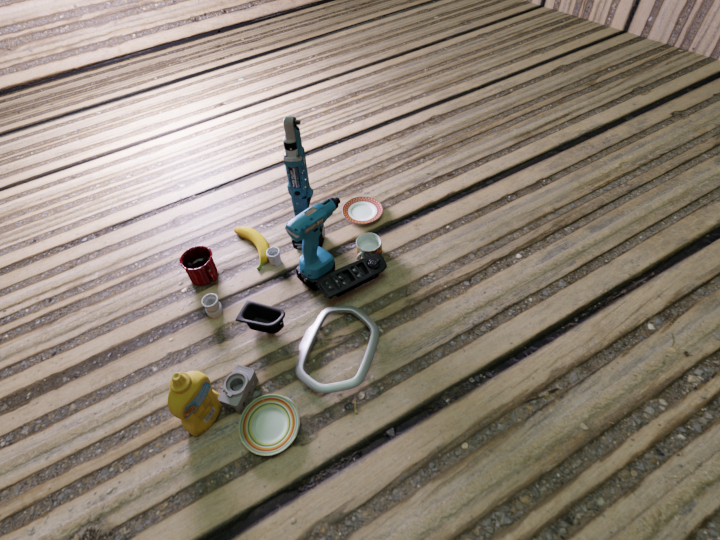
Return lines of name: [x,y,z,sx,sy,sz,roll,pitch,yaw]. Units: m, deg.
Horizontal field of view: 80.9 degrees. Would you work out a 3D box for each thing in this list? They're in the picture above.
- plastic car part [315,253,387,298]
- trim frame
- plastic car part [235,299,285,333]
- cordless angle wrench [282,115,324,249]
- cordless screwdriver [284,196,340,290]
plastic car part: [-0.017,0.021,1.135,0.200,0.064,0.070,-28,52,-17]
trim frame: [-0.057,0.184,1.021,0.190,0.026,0.250,10,51,16]
plastic car part: [-0.243,0.129,1.066,0.120,0.068,0.066,12,51,16]
cordless angle wrench: [-0.164,-0.224,1.141,0.099,0.408,0.076,3,49,5]
cordless screwdriver: [-0.109,-0.071,1.111,0.157,0.240,0.078,-38,57,-26]
